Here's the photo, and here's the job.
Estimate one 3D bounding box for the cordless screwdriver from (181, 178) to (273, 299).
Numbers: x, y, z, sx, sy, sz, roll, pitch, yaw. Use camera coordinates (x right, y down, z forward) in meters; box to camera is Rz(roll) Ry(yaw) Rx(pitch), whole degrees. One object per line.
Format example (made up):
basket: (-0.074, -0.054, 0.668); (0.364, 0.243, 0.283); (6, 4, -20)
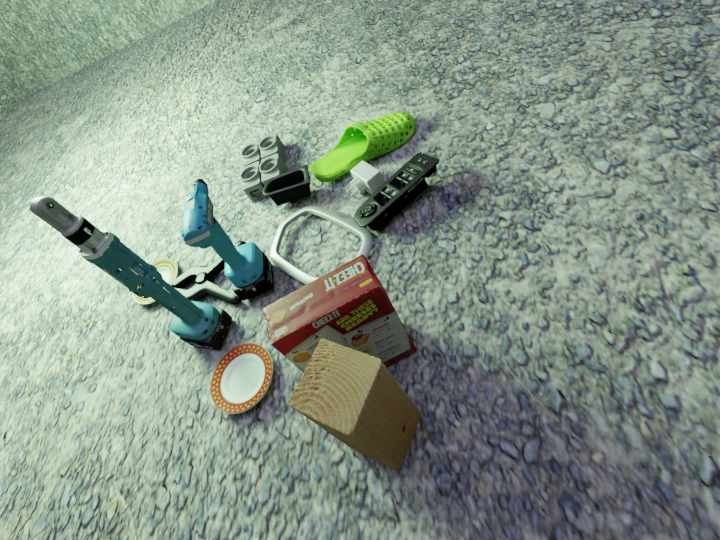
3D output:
cordless screwdriver: (-0.264, -0.060, 0.841); (0.075, 0.236, 0.166); (-22, 49, 8)

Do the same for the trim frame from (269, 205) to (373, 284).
trim frame: (-0.087, -0.057, 0.892); (0.263, 0.026, 0.183); (27, 71, 38)

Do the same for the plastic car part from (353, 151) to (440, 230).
plastic car part: (0.072, -0.152, 0.859); (0.202, 0.063, 0.070); (-40, 49, -5)

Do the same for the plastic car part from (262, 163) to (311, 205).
plastic car part: (-0.165, -0.191, 1.002); (0.118, 0.067, 0.068); (-19, 50, 12)

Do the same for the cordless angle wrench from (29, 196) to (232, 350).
cordless angle wrench: (-0.375, 0.017, 0.729); (0.102, 0.401, 0.075); (3, 57, 26)
